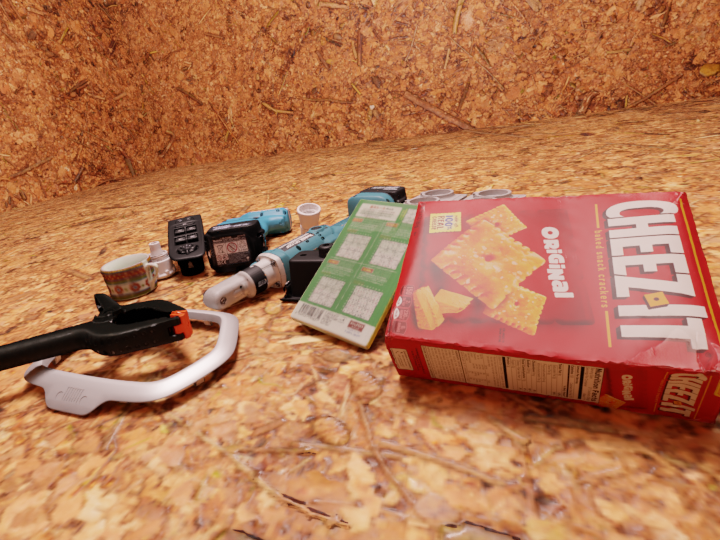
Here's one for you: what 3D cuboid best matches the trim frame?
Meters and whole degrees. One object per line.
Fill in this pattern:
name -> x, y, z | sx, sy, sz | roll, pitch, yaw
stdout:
trim frame -> -0.249, 0.089, 0.471 | 0.257, 0.027, 0.182 | 1, 23, 21

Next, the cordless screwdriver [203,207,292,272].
cordless screwdriver -> -0.228, -0.068, 0.798 | 0.161, 0.073, 0.251 | -7, 17, 5

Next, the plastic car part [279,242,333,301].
plastic car part -> -0.046, 0.000, 0.550 | 0.121, 0.069, 0.065 | -3, 21, 24

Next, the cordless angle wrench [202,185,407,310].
cordless angle wrench -> -0.066, -0.043, 0.673 | 0.103, 0.072, 0.412 | 8, 29, 39

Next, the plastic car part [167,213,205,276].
plastic car part -> -0.318, -0.045, 0.777 | 0.064, 0.065, 0.213 | -8, 24, -20
